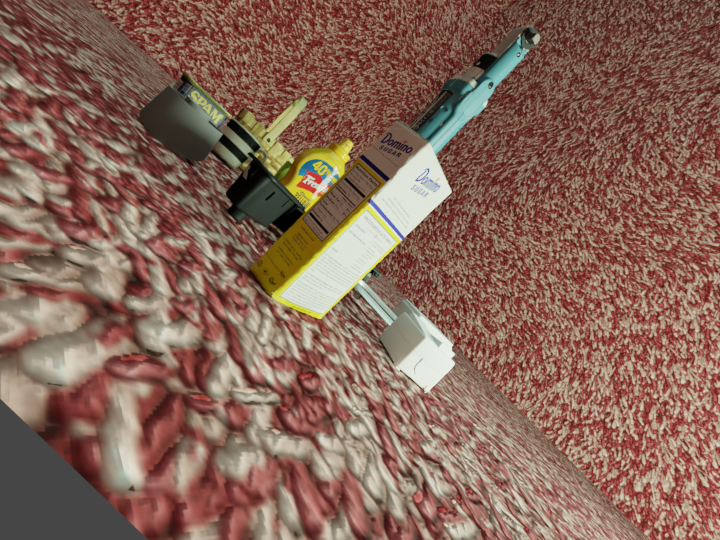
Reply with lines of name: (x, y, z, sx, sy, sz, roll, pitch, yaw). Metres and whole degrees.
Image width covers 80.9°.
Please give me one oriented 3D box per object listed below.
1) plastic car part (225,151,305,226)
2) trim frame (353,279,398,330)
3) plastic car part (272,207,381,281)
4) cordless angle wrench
plastic car part: (-0.122, -0.087, 0.500, 0.068, 0.071, 0.113, 45, 4, 12)
trim frame: (0.043, 0.080, 0.756, 0.259, 0.027, 0.176, 45, 4, 22)
plastic car part: (-0.065, -0.042, 0.662, 0.198, 0.067, 0.068, 43, 4, -14)
cordless angle wrench: (0.067, -0.155, 0.557, 0.070, 0.423, 0.103, 41, 6, -35)
